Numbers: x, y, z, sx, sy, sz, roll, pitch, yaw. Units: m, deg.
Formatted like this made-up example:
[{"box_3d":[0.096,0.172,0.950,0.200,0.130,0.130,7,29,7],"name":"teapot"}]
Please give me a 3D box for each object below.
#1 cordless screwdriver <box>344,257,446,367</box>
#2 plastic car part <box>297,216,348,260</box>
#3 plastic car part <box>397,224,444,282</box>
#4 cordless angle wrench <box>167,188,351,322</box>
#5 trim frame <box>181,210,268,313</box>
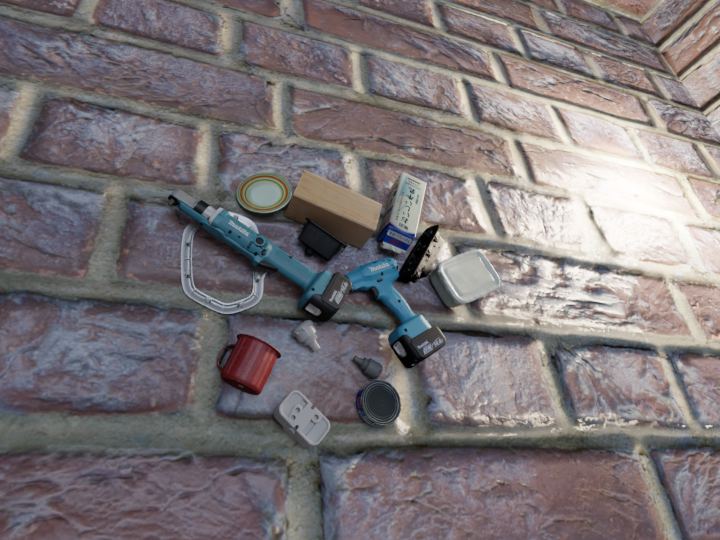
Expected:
[{"box_3d":[0.063,0.093,0.939,0.154,0.074,0.258,-18,65,-29],"name":"cordless screwdriver"},{"box_3d":[-0.096,-0.063,0.980,0.117,0.066,0.071,32,83,0],"name":"plastic car part"},{"box_3d":[0.162,-0.039,1.060,0.066,0.067,0.203,37,54,-12],"name":"plastic car part"},{"box_3d":[-0.219,-0.046,0.893,0.422,0.074,0.098,34,52,-1],"name":"cordless angle wrench"},{"box_3d":[-0.289,-0.026,0.907,0.178,0.027,0.257,1,59,-21],"name":"trim frame"}]
